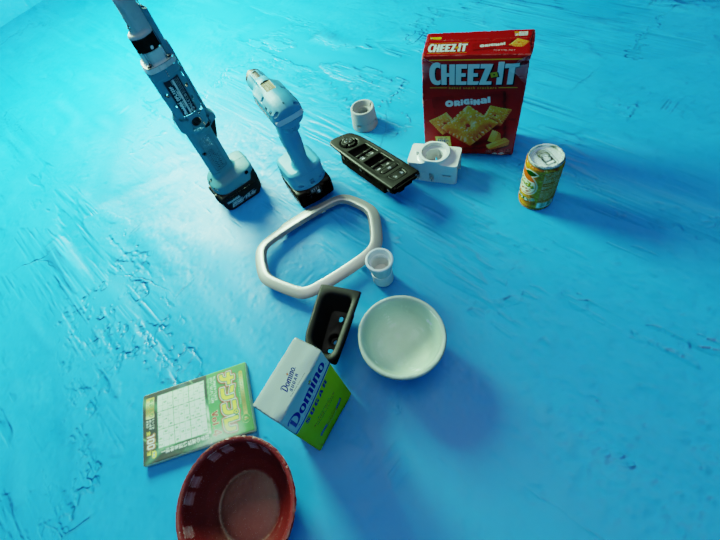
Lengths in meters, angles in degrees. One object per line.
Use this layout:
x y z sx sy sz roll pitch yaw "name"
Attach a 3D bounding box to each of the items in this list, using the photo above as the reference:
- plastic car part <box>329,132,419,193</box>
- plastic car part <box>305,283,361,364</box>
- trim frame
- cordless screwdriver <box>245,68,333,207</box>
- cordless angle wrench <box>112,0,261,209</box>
0.021 -0.204 0.812 0.066 0.064 0.214 -39 58 -11 "plastic car part"
-0.041 0.090 0.645 0.068 0.068 0.118 8 61 17 "plastic car part"
-0.075 -0.049 0.765 0.247 0.026 0.194 -35 57 -8 "trim frame"
-0.134 -0.240 0.771 0.074 0.238 0.167 -32 58 -8 "cordless screwdriver"
-0.291 -0.269 0.731 0.097 0.405 0.078 -35 60 -11 "cordless angle wrench"
